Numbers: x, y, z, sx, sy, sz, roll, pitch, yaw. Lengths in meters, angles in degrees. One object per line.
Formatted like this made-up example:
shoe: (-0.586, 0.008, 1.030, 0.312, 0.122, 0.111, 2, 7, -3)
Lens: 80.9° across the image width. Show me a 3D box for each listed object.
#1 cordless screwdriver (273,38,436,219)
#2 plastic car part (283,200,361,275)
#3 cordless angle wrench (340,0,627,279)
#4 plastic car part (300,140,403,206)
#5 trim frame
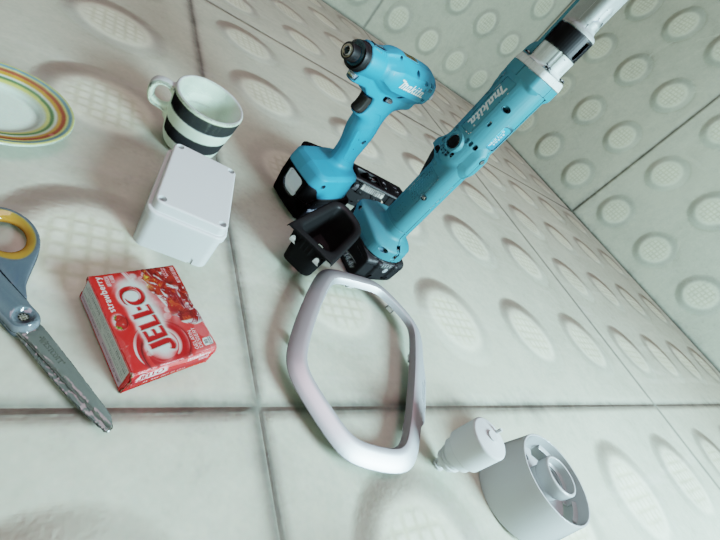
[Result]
cordless screwdriver: (-0.027, -0.171, 0.542, 0.152, 0.251, 0.077, -7, 58, -52)
plastic car part: (-0.050, -0.033, 0.516, 0.066, 0.071, 0.115, 44, 31, 1)
cordless angle wrench: (0.123, -0.146, 0.503, 0.070, 0.426, 0.102, 11, 45, -42)
plastic car part: (-0.020, -0.149, 0.700, 0.195, 0.067, 0.068, 27, 35, -22)
trim frame: (0.007, 0.093, 0.462, 0.180, 0.028, 0.252, 34, 32, -12)
